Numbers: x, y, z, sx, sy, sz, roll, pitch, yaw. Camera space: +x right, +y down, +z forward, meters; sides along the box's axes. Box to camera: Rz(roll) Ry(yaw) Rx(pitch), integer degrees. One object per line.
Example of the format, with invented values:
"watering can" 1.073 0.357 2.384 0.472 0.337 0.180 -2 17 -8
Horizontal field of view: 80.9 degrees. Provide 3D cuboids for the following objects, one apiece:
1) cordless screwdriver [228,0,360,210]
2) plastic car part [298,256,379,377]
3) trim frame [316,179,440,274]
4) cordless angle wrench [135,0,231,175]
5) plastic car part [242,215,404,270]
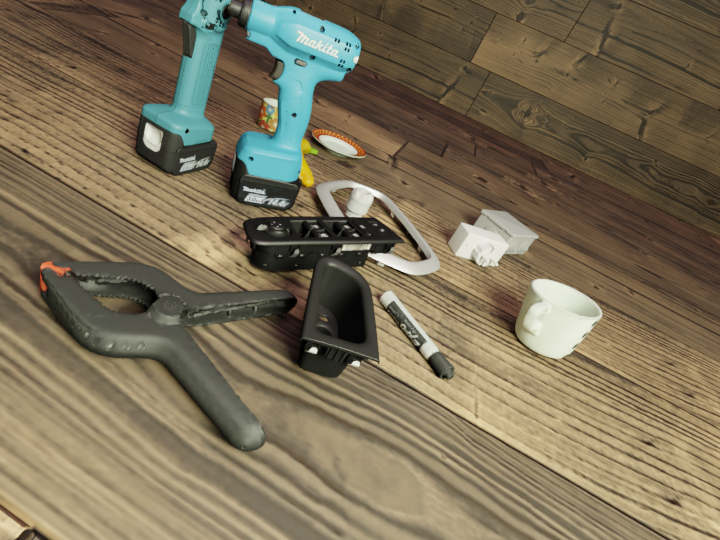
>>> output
"cordless screwdriver" -0.119 -0.207 0.551 0.153 0.247 0.078 14 32 -23
"plastic car part" -0.028 0.049 0.386 0.065 0.070 0.120 19 30 -13
"trim frame" 0.026 -0.075 0.667 0.176 0.027 0.262 4 36 -32
"cordless angle wrench" -0.182 -0.319 0.507 0.076 0.420 0.096 33 30 9
"plastic car part" -0.049 -0.032 0.505 0.194 0.066 0.070 1 38 -36
